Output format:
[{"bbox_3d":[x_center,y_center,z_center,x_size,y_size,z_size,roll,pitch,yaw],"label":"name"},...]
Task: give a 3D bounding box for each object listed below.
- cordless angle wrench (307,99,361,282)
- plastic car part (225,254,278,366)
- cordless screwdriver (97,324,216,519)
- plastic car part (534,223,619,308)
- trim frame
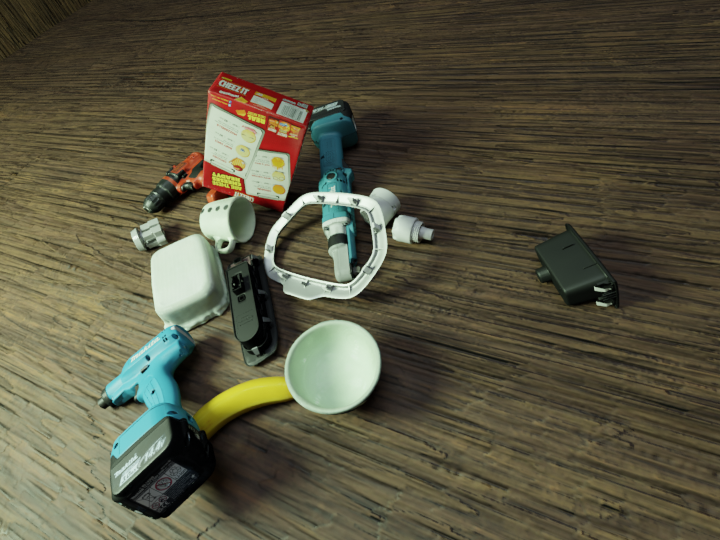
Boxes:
[{"bbox_3d":[-0.044,-0.157,0.780,0.100,0.070,0.437,-15,52,11],"label":"cordless angle wrench"},{"bbox_3d":[-0.175,0.048,0.661,0.066,0.064,0.212,-22,52,-2],"label":"plastic car part"},{"bbox_3d":[-0.278,0.190,0.544,0.159,0.071,0.262,-40,36,-4],"label":"cordless screwdriver"},{"bbox_3d":[0.276,0.000,0.563,0.072,0.062,0.121,-27,45,12],"label":"plastic car part"},{"bbox_3d":[-0.066,-0.043,0.675,0.262,0.026,0.185,13,78,37],"label":"trim frame"}]
